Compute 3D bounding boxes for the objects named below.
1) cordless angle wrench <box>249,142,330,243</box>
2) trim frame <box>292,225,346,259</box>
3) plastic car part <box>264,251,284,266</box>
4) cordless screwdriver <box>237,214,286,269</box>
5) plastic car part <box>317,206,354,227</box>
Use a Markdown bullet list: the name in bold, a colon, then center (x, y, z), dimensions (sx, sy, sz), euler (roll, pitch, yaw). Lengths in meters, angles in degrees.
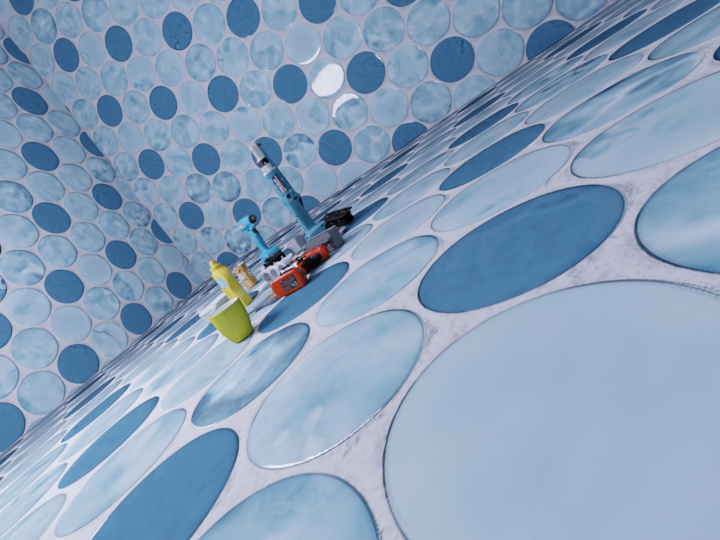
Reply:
- **cordless angle wrench**: center (-0.245, -0.255, 1.451), dimensions (0.098, 0.416, 0.076), euler (-37, 8, -4)
- **trim frame**: center (-0.147, -0.096, 1.507), dimensions (0.256, 0.027, 0.182), euler (-19, 22, 50)
- **plastic car part**: center (-0.309, -0.025, 1.571), dimensions (0.065, 0.069, 0.120), euler (-40, 13, -18)
- **cordless screwdriver**: center (-0.385, -0.112, 1.672), dimensions (0.073, 0.245, 0.164), euler (-41, 11, -27)
- **plastic car part**: center (-0.086, -0.193, 1.593), dimensions (0.065, 0.066, 0.209), euler (-42, 15, -26)
